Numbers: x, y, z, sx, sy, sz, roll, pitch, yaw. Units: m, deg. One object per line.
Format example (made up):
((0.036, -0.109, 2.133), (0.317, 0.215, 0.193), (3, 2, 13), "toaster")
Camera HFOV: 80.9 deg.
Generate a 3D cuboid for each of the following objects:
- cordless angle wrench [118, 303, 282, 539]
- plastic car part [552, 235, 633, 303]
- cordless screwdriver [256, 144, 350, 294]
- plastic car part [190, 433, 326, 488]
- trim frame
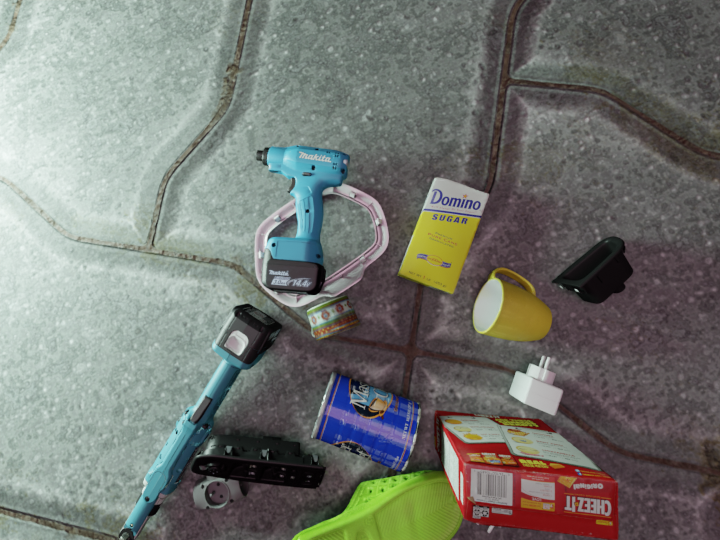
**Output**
((-0.270, 0.254, 0.686), (0.075, 0.096, 0.423), (31, 91, 5), "cordless angle wrench")
((0.380, 0.008, 0.662), (0.116, 0.067, 0.070), (-37, 98, -4), "plastic car part")
((-0.115, -0.088, 0.697), (0.161, 0.073, 0.251), (9, 80, 7), "cordless screwdriver")
((-0.159, 0.292, 0.660), (0.200, 0.065, 0.069), (6, 44, -10), "plastic car part")
((-0.071, -0.047, 0.731), (0.248, 0.027, 0.187), (-33, 81, -1), "trim frame")
